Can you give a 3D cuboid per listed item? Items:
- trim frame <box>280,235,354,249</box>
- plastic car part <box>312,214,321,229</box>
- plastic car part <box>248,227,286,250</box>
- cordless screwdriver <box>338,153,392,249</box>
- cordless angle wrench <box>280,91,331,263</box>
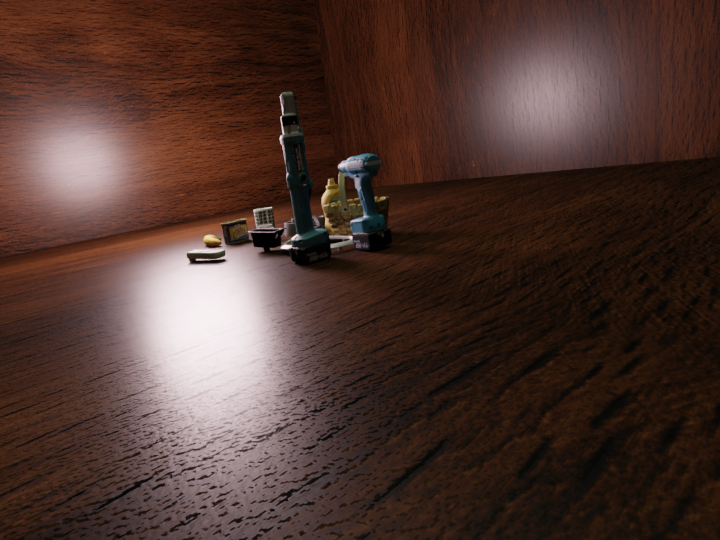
[{"bbox_3d":[-0.123,-0.080,1.254,0.260,0.027,0.179,0,17,32],"label":"trim frame"},{"bbox_3d":[-0.171,-0.144,1.453,0.066,0.066,0.208,-10,14,-9],"label":"plastic car part"},{"bbox_3d":[-0.295,-0.097,1.338,0.121,0.070,0.064,-1,14,30],"label":"plastic car part"},{"bbox_3d":[0.002,-0.182,1.134,0.072,0.245,0.167,-14,13,-30],"label":"cordless screwdriver"},{"bbox_3d":[-0.154,-0.229,1.061,0.094,0.417,0.078,-15,12,-35],"label":"cordless angle wrench"}]
